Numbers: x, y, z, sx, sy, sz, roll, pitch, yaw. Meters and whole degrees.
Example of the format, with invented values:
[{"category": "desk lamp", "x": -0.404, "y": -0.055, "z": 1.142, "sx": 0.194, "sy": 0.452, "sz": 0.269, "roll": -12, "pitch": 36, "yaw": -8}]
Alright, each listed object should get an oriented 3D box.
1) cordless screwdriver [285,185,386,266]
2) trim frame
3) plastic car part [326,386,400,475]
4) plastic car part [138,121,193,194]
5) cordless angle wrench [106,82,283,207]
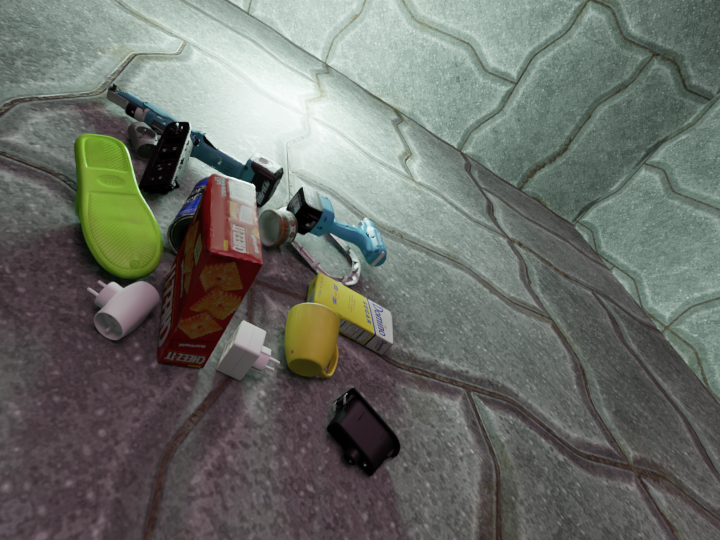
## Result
[{"category": "cordless screwdriver", "x": -0.051, "y": -0.113, "z": 0.987, "sx": 0.238, "sy": 0.075, "sz": 0.165, "roll": 25, "pitch": 32, "yaw": -26}, {"category": "trim frame", "x": -0.094, "y": -0.061, "z": 0.960, "sx": 0.256, "sy": 0.028, "sz": 0.178, "roll": 48, "pitch": 33, "yaw": 16}, {"category": "plastic car part", "x": -0.002, "y": 0.242, "z": 0.611, "sx": 0.119, "sy": 0.066, "sz": 0.069, "roll": 48, "pitch": 47, "yaw": 12}, {"category": "plastic car part", "x": -0.370, "y": -0.220, "z": 0.837, "sx": 0.064, "sy": 0.067, "sz": 0.209, "roll": 63, "pitch": 19, "yaw": -54}, {"category": "cordless angle wrench", "x": -0.375, "y": -0.286, "z": 0.938, "sx": 0.422, "sy": 0.098, "sz": 0.075, "roll": 30, "pitch": 31, "yaw": -1}]
